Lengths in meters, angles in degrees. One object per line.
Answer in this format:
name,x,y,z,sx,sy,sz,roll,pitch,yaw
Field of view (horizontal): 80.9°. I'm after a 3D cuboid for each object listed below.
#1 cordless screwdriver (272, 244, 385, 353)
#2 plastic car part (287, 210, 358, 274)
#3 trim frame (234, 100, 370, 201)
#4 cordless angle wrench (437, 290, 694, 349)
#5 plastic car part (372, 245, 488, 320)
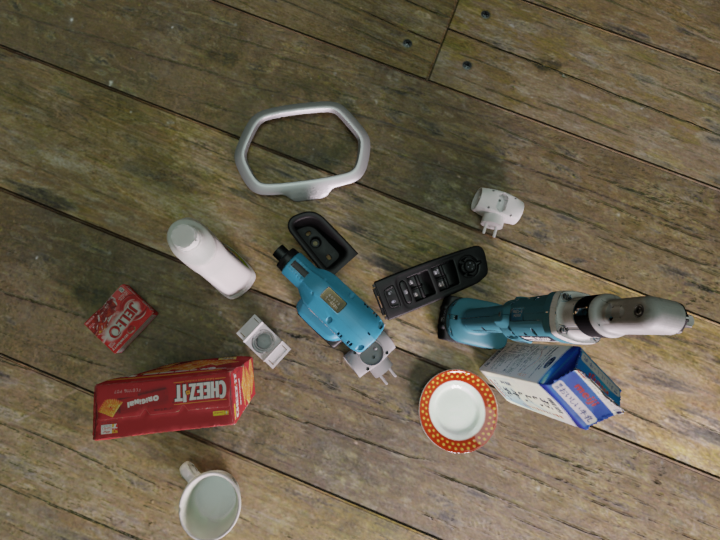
cordless screwdriver,-0.057,0.042,0.607,0.161,0.248,0.074,43,79,2
plastic car part,-0.070,-0.046,0.714,0.065,0.070,0.118,-41,84,-10
trim frame,-0.105,-0.218,0.770,0.247,0.027,0.187,-9,79,-4
cordless angle wrench,0.203,0.061,0.523,0.097,0.421,0.075,13,80,-5
plastic car part,0.118,0.018,0.709,0.201,0.066,0.067,-21,83,-6
